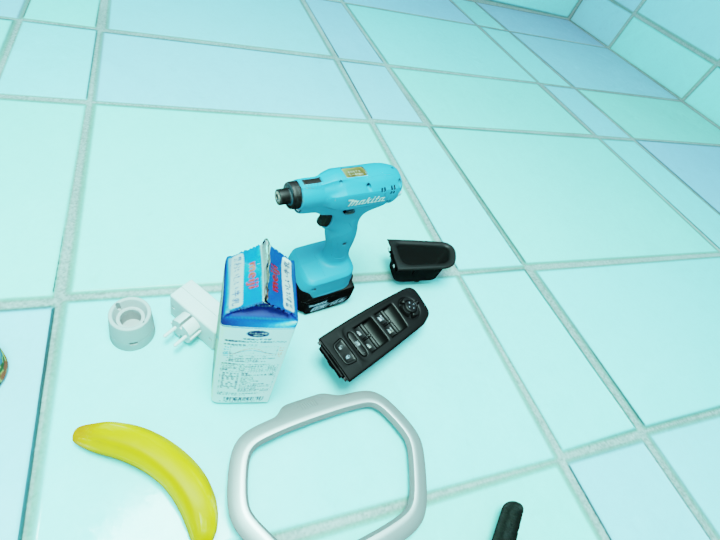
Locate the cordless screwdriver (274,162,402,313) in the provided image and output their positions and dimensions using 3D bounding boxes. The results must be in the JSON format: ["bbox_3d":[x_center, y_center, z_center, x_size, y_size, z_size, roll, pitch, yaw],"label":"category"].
[{"bbox_3d":[-0.056,-0.036,0.570,0.154,0.246,0.078,-12,57,-30],"label":"cordless screwdriver"}]

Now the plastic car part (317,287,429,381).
[{"bbox_3d":[0.024,0.091,0.606,0.197,0.066,0.069,-29,65,-36],"label":"plastic car part"}]

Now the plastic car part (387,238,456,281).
[{"bbox_3d":[0.097,-0.008,0.715,0.113,0.070,0.069,2,50,-18],"label":"plastic car part"}]

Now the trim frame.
[{"bbox_3d":[-0.031,0.232,0.490,0.240,0.027,0.193,-12,55,-27],"label":"trim frame"}]
